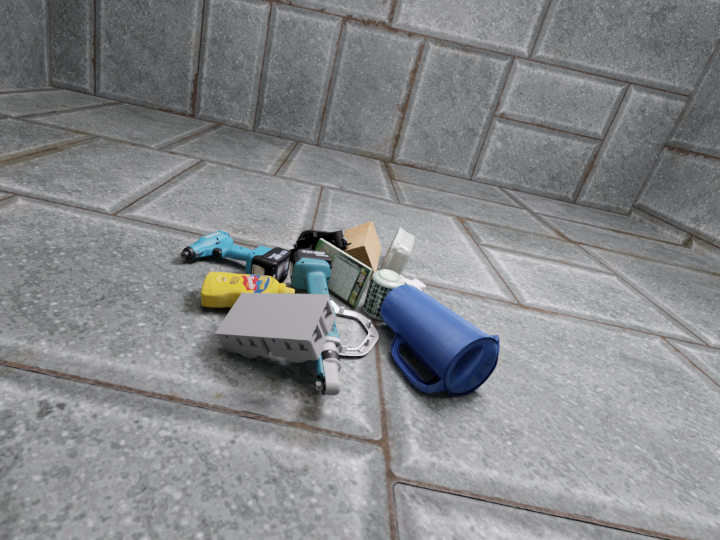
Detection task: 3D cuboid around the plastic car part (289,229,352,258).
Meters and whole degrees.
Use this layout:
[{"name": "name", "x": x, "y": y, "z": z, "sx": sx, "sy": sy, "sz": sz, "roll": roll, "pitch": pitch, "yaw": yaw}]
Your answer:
[{"name": "plastic car part", "x": -0.111, "y": -0.073, "z": 1.137, "sx": 0.212, "sy": 0.067, "sz": 0.063, "roll": -3, "pitch": 5, "yaw": 39}]

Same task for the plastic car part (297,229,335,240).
[{"name": "plastic car part", "x": -0.134, "y": -0.095, "z": 1.295, "sx": 0.116, "sy": 0.065, "sz": 0.072, "roll": 9, "pitch": 9, "yaw": -3}]

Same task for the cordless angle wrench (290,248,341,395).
[{"name": "cordless angle wrench", "x": -0.084, "y": 0.087, "z": 0.859, "sx": 0.096, "sy": 0.073, "sz": 0.439, "roll": 5, "pitch": 28, "yaw": -15}]

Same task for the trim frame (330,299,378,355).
[{"name": "trim frame", "x": -0.081, "y": 0.115, "z": 0.903, "sx": 0.246, "sy": 0.027, "sz": 0.189, "roll": 7, "pitch": 24, "yaw": -8}]

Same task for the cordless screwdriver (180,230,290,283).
[{"name": "cordless screwdriver", "x": -0.308, "y": -0.031, "z": 1.050, "sx": 0.259, "sy": 0.073, "sz": 0.156, "roll": 18, "pitch": 25, "yaw": 21}]
